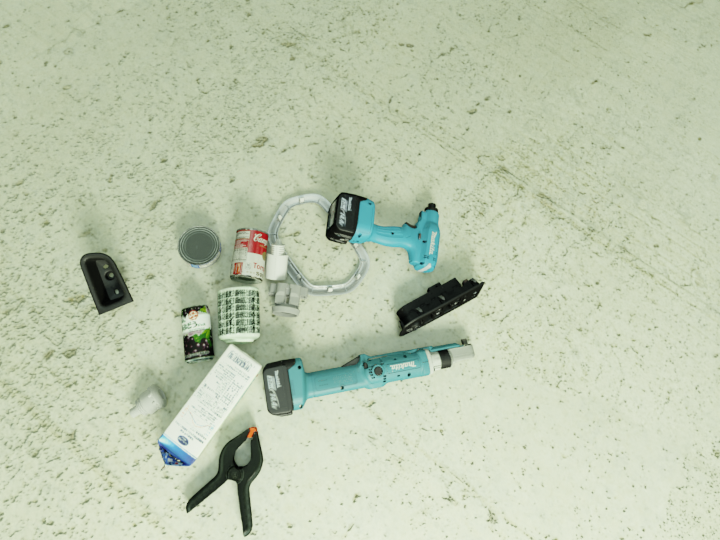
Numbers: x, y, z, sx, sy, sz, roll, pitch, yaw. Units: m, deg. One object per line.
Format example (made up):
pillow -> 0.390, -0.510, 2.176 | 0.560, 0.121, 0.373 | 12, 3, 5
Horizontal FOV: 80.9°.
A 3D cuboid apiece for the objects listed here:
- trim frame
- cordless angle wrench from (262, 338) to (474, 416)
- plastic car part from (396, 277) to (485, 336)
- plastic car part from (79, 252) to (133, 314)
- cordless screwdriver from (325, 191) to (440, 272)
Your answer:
trim frame -> -0.089, -0.058, 0.912 | 0.182, 0.027, 0.255 | -33, 76, -15
cordless angle wrench -> 0.026, 0.194, 0.819 | 0.417, 0.074, 0.100 | -8, 75, -10
plastic car part -> 0.156, 0.066, 0.874 | 0.200, 0.065, 0.069 | -31, 70, -14
plastic car part -> -0.493, 0.018, 0.827 | 0.065, 0.072, 0.116 | -23, 93, -15
cordless screwdriver -> 0.057, -0.103, 0.903 | 0.243, 0.075, 0.161 | 17, 68, -12
